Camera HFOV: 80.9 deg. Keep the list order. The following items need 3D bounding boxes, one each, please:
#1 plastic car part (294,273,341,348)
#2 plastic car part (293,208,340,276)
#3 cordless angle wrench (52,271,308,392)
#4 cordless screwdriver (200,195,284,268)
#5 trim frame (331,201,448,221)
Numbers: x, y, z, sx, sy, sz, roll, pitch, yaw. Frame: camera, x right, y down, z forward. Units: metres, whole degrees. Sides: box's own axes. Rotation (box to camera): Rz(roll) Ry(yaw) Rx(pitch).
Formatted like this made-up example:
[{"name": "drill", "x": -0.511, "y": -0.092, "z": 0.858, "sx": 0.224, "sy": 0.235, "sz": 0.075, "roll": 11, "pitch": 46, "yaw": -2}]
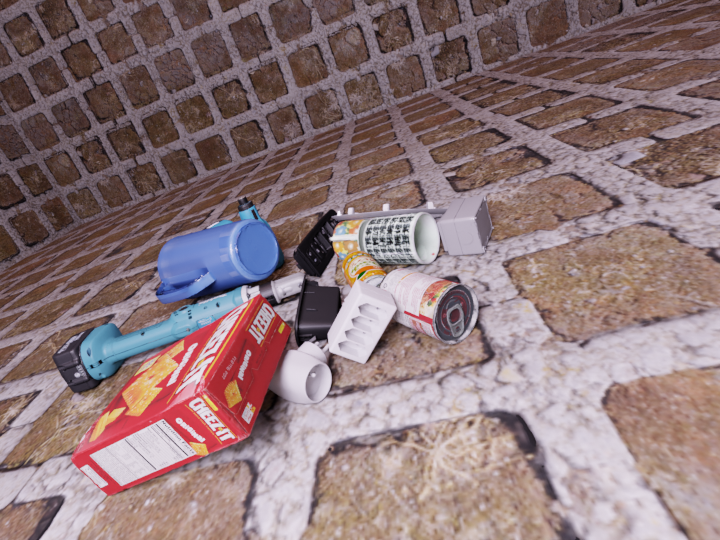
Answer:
[{"name": "plastic car part", "x": -0.050, "y": 0.060, "z": 0.586, "sx": 0.071, "sy": 0.064, "sz": 0.120, "roll": -6, "pitch": 29, "yaw": 1}, {"name": "plastic car part", "x": -0.081, "y": -0.053, "z": 0.833, "sx": 0.068, "sy": 0.065, "sz": 0.203, "roll": -38, "pitch": 14, "yaw": 36}, {"name": "cordless angle wrench", "x": -0.287, "y": 0.086, "z": 0.710, "sx": 0.423, "sy": 0.072, "sz": 0.101, "roll": -19, "pitch": 20, "yaw": 0}, {"name": "cordless screwdriver", "x": -0.276, "y": -0.080, "z": 0.924, "sx": 0.261, "sy": 0.154, "sz": 0.073, "roll": 3, "pitch": 32, "yaw": 47}, {"name": "trim frame", "x": 0.060, "y": -0.106, "z": 0.781, "sx": 0.260, "sy": 0.027, "sz": 0.175, "roll": -1, "pitch": 2, "yaw": 41}]
